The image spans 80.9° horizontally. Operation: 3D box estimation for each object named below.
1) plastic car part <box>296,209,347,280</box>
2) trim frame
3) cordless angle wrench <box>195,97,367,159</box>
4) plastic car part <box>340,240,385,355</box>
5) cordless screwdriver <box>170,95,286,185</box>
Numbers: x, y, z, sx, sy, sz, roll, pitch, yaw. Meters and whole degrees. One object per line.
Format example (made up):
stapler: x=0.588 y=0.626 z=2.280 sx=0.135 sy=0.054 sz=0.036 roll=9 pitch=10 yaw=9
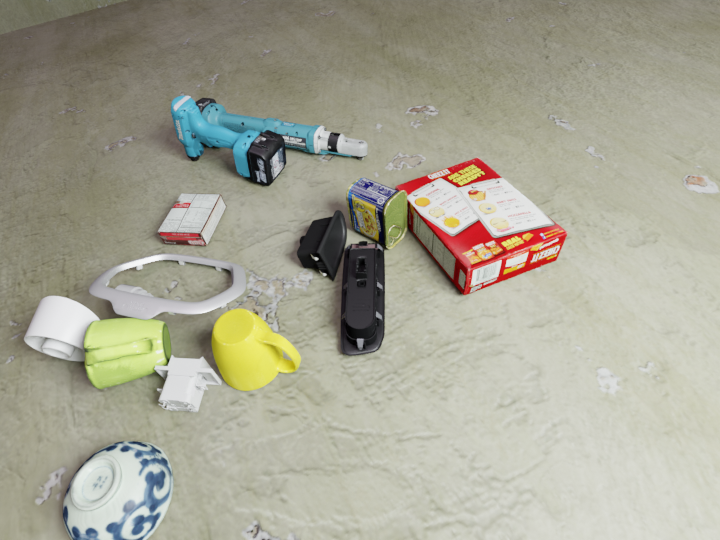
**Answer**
plastic car part: x=-0.069 y=-0.045 z=0.703 sx=0.073 sy=0.063 sz=0.118 roll=-7 pitch=43 yaw=21
trim frame: x=-0.296 y=0.019 z=0.662 sx=0.255 sy=0.027 sz=0.183 roll=9 pitch=26 yaw=14
cordless angle wrench: x=-0.188 y=-0.302 z=0.930 sx=0.437 sy=0.094 sz=0.074 roll=15 pitch=48 yaw=17
plastic car part: x=0.005 y=0.027 z=0.623 sx=0.067 sy=0.065 sz=0.208 roll=2 pitch=51 yaw=0
cordless screwdriver: x=-0.280 y=-0.254 z=0.890 sx=0.254 sy=0.156 sz=0.074 roll=26 pitch=58 yaw=10
